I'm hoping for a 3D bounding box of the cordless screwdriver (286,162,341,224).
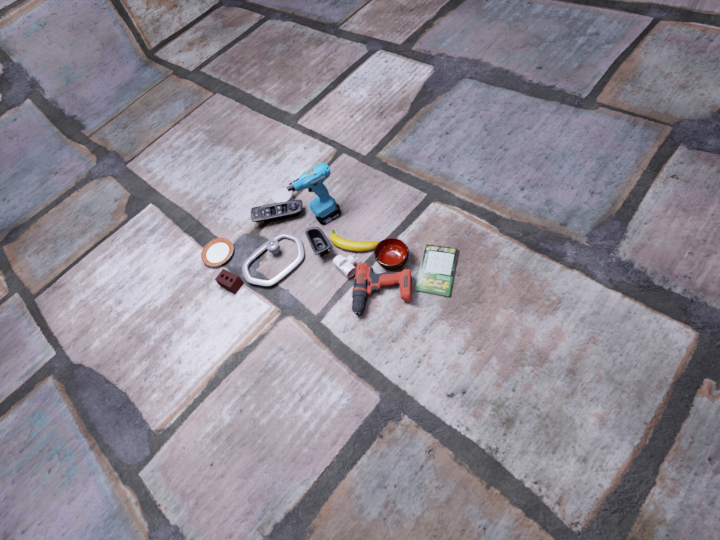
[{"bbox_3d":[-0.163,-0.261,1.507,0.158,0.238,0.078,-29,57,-7],"label":"cordless screwdriver"}]

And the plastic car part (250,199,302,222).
[{"bbox_3d":[-0.316,-0.221,1.627,0.205,0.064,0.069,-13,56,6],"label":"plastic car part"}]

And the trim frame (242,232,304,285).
[{"bbox_3d":[-0.315,-0.042,1.534,0.247,0.026,0.194,-43,58,-14],"label":"trim frame"}]

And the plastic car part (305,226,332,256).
[{"bbox_3d":[-0.147,-0.096,1.500,0.066,0.068,0.122,-27,56,-5],"label":"plastic car part"}]
